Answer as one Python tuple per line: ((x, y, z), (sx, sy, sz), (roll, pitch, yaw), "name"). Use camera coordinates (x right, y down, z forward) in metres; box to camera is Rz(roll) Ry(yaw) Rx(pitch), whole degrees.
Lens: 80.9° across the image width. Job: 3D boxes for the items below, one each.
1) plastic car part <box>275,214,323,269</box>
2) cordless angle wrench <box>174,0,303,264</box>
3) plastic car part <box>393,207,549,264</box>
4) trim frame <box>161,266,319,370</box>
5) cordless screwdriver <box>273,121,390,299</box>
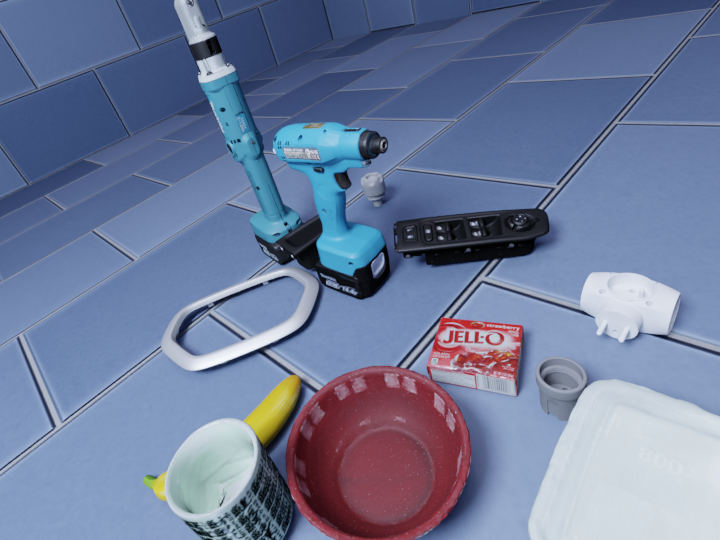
((-0.068, -0.044, 0.691), (0.115, 0.068, 0.070), (-34, 37, -20), "plastic car part")
((-0.182, -0.201, 0.663), (0.073, 0.406, 0.104), (-33, 36, -23), "cordless angle wrench")
((0.152, -0.041, 0.585), (0.207, 0.064, 0.068), (-9, 35, 15), "plastic car part")
((-0.178, 0.064, 0.635), (0.247, 0.026, 0.193), (-24, 35, -7), "trim frame")
((-0.014, -0.075, 0.559), (0.168, 0.238, 0.073), (14, 44, 39), "cordless screwdriver")
